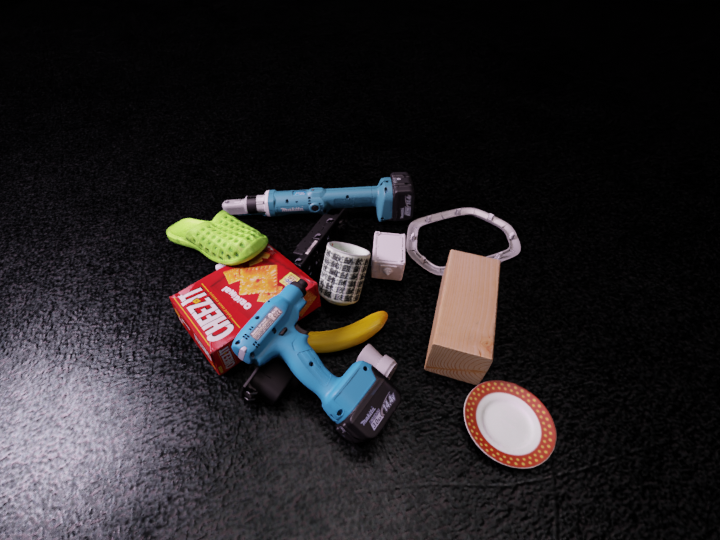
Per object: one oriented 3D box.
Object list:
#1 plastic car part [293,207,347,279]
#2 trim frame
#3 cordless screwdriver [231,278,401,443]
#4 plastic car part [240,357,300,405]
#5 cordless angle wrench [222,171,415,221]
[{"bbox_3d":[-0.085,-0.056,0.869,0.070,0.063,0.202,10,46,30],"label":"plastic car part"},{"bbox_3d":[0.216,-0.066,0.897,0.244,0.027,0.193,-14,50,-13],"label":"trim frame"},{"bbox_3d":[-0.054,0.131,0.647,0.253,0.074,0.158,36,57,7],"label":"cordless screwdriver"},{"bbox_3d":[-0.131,0.166,0.679,0.072,0.065,0.116,35,55,6],"label":"plastic car part"},{"bbox_3d":[-0.099,-0.154,0.942,0.425,0.094,0.077,-3,45,3],"label":"cordless angle wrench"}]
